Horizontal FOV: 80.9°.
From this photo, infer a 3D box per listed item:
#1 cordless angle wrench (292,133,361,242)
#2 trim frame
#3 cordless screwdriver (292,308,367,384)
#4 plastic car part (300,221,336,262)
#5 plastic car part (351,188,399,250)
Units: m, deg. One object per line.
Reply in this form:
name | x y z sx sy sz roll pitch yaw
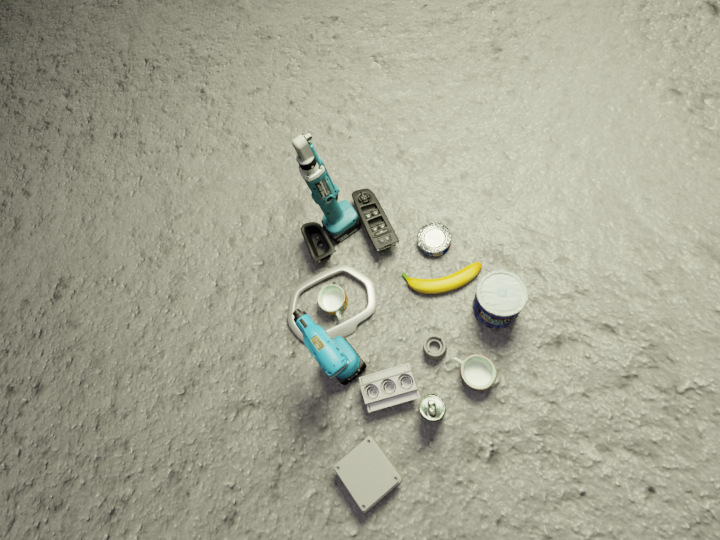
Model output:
cordless angle wrench | -0.086 -0.189 1.013 0.098 0.406 0.077 -34 68 -2
trim frame | -0.079 0.089 1.111 0.249 0.026 0.191 -27 64 4
cordless screwdriver | -0.072 0.174 0.958 0.074 0.239 0.166 -40 67 -4
plastic car part | -0.114 -0.074 1.163 0.066 0.068 0.121 -28 65 2
plastic car part | 0.038 -0.137 1.147 0.067 0.064 0.211 -25 65 3
